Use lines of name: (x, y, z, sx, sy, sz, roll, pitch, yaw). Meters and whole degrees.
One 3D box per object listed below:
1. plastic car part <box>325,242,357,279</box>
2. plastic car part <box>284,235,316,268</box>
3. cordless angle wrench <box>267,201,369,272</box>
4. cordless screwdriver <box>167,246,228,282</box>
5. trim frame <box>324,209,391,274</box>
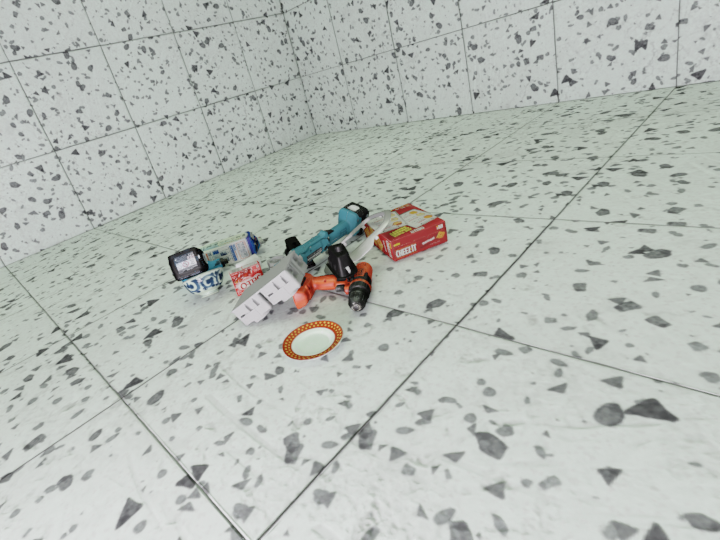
plastic car part: (-0.049, -0.032, 1.029, 0.065, 0.069, 0.121, -18, 21, -10)
plastic car part: (-0.201, -0.059, 1.310, 0.066, 0.065, 0.211, -27, 24, -9)
cordless angle wrench: (-0.120, -0.079, 1.230, 0.078, 0.095, 0.415, 27, 42, 23)
cordless screwdriver: (-0.487, -0.016, 1.288, 0.157, 0.075, 0.251, -22, -2, -14)
trim frame: (-0.009, -0.078, 1.162, 0.249, 0.027, 0.189, -41, 20, 6)
